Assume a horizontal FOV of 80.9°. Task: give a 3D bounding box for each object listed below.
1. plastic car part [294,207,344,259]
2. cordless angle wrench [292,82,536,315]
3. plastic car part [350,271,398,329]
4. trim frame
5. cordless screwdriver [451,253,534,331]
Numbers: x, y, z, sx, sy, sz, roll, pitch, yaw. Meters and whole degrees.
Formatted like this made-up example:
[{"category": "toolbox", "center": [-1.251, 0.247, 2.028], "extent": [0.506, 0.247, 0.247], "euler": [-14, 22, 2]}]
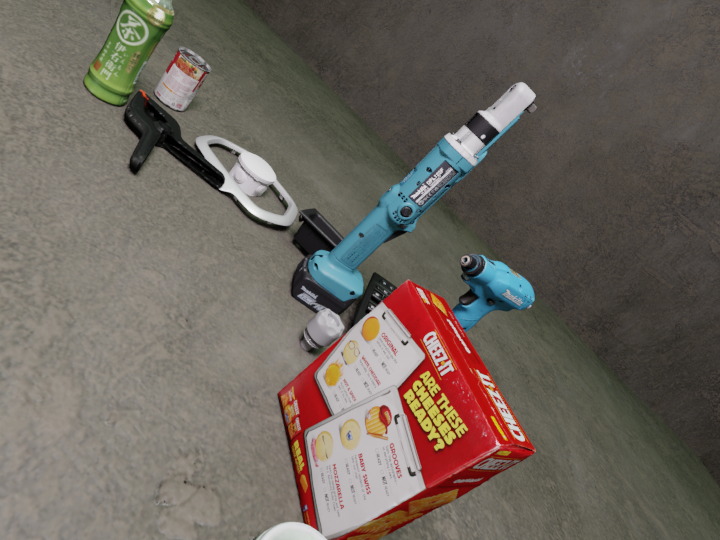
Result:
[{"category": "plastic car part", "center": [-0.074, -0.049, 0.762], "extent": [0.119, 0.071, 0.064], "euler": [48, 23, 9]}, {"category": "cordless angle wrench", "center": [0.062, -0.092, 0.603], "extent": [0.095, 0.427, 0.076], "euler": [38, 25, -19]}, {"category": "plastic car part", "center": [0.017, 0.076, 0.705], "extent": [0.066, 0.067, 0.203], "euler": [42, 23, -7]}, {"category": "trim frame", "center": [-0.213, -0.172, 0.800], "extent": [0.256, 0.028, 0.177], "euler": [51, 24, 15]}, {"category": "cordless screwdriver", "center": [0.129, 0.076, 0.653], "extent": [0.151, 0.251, 0.078], "euler": [27, 30, -37]}]
